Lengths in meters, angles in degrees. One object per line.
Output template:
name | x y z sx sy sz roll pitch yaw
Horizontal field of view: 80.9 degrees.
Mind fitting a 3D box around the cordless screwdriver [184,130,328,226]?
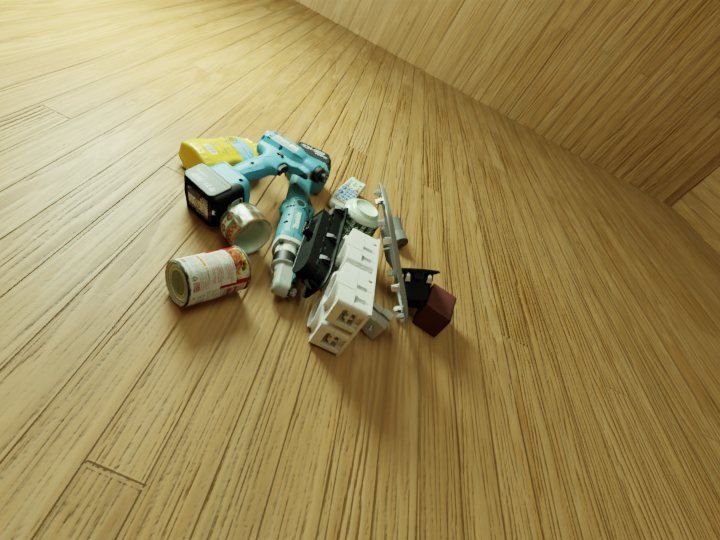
cordless screwdriver | -0.185 -0.165 0.772 0.165 0.073 0.245 34 50 17

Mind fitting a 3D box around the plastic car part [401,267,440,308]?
plastic car part | 0.100 0.033 0.768 0.067 0.071 0.114 6 -8 3

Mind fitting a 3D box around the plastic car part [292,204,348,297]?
plastic car part | -0.070 -0.045 0.711 0.064 0.068 0.208 44 35 -32

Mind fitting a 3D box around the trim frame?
trim frame | 0.051 -0.026 0.715 0.028 0.245 0.185 -12 11 4

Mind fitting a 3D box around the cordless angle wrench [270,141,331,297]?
cordless angle wrench | -0.123 -0.110 0.815 0.095 0.074 0.434 21 39 -16
